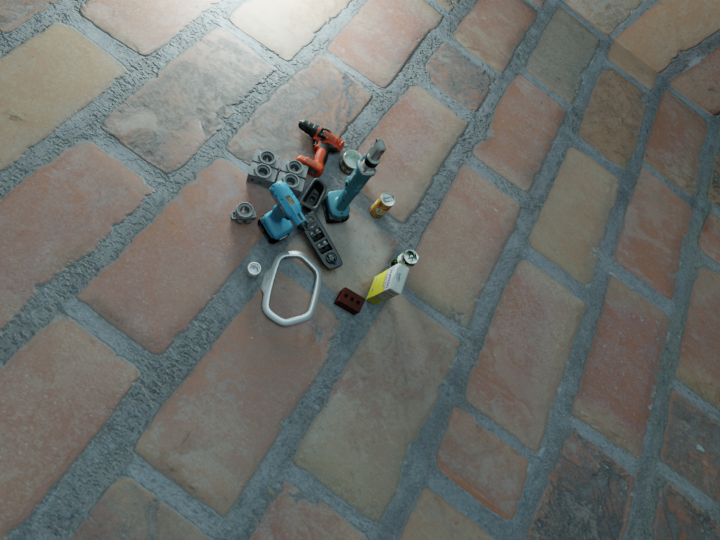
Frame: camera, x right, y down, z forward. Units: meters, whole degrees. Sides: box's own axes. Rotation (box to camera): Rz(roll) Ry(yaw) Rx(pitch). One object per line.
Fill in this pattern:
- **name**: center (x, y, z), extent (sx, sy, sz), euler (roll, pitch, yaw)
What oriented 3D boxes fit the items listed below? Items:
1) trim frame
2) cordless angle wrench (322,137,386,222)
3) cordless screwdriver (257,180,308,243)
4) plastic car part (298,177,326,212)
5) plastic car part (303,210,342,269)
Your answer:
- **trim frame**: center (-0.216, 0.052, 1.322), extent (0.180, 0.028, 0.252), euler (15, 66, -11)
- **cordless angle wrench**: center (-0.019, -0.263, 1.282), extent (0.072, 0.427, 0.100), euler (-7, 76, -23)
- **cordless screwdriver**: center (-0.230, -0.147, 1.271), extent (0.073, 0.251, 0.161), euler (-30, 84, -27)
- **plastic car part**: center (-0.161, -0.246, 1.429), extent (0.065, 0.071, 0.117), euler (29, 64, -8)
- **plastic car part**: center (-0.135, -0.088, 1.378), extent (0.065, 0.067, 0.206), euler (-29, 81, -26)
